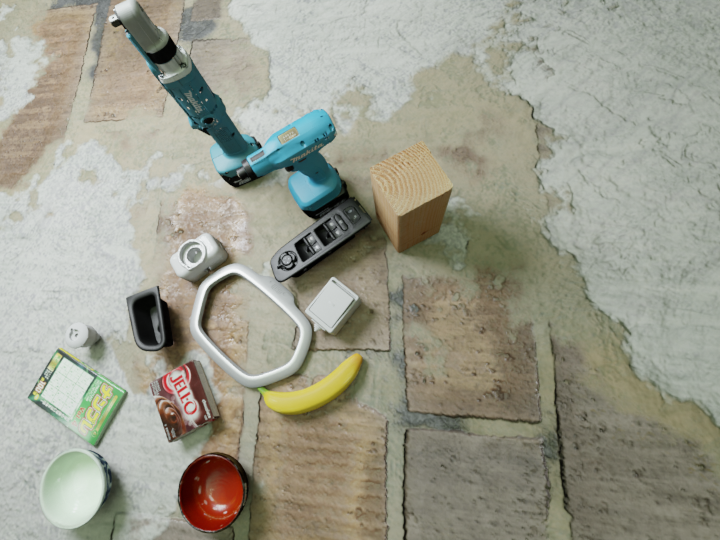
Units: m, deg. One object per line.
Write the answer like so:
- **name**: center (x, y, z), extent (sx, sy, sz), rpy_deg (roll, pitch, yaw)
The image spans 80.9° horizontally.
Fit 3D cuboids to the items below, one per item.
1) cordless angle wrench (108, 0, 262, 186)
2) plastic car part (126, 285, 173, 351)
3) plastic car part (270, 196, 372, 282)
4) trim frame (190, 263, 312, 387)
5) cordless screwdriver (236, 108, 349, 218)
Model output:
- **cordless angle wrench**: center (-0.255, -0.263, 0.689), extent (0.098, 0.411, 0.076), rpy_deg (-22, 76, 0)
- **plastic car part**: center (-0.381, 0.098, 0.788), extent (0.066, 0.069, 0.120), rpy_deg (-22, 73, 1)
- **plastic car part**: center (-0.076, -0.050, 0.779), extent (0.203, 0.065, 0.068), rpy_deg (-34, 74, -1)
- **trim frame**: center (-0.205, 0.097, 0.779), extent (0.257, 0.027, 0.184), rpy_deg (37, 83, 17)
- **cordless screwdriver**: center (-0.105, -0.160, 0.723), extent (0.159, 0.242, 0.076), rpy_deg (-30, 76, -2)
